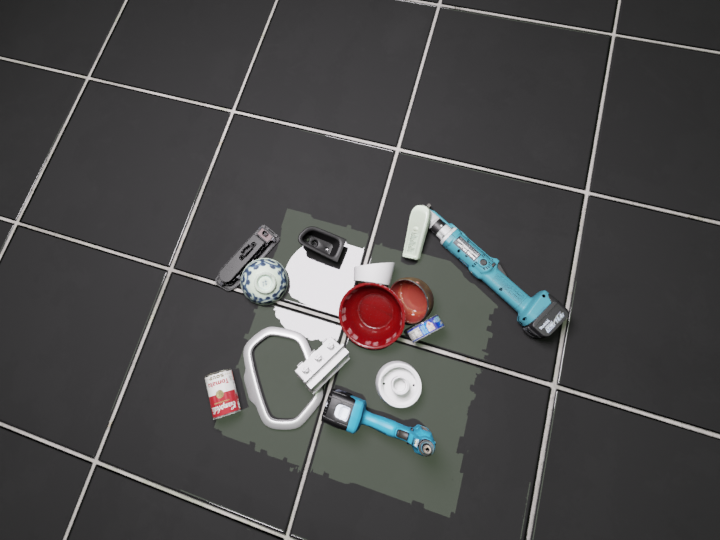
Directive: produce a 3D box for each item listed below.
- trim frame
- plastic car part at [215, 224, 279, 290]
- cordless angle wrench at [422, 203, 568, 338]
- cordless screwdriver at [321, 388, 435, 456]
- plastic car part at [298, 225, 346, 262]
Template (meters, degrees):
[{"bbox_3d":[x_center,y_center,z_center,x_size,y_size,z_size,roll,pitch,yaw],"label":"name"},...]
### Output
[{"bbox_3d":[-0.196,0.260,1.039,0.184,0.027,0.254,-21,76,-1],"label":"trim frame"},{"bbox_3d":[-0.302,-0.032,1.110,0.067,0.066,0.202,40,85,3],"label":"plastic car part"},{"bbox_3d":[0.300,-0.014,1.044,0.097,0.072,0.436,-43,74,-7],"label":"cordless angle wrench"},{"bbox_3d":[0.040,0.340,0.929,0.254,0.155,0.075,18,79,10],"label":"cordless screwdriver"},{"bbox_3d":[-0.107,-0.070,1.093,0.115,0.071,0.066,24,78,-7],"label":"plastic car part"}]
